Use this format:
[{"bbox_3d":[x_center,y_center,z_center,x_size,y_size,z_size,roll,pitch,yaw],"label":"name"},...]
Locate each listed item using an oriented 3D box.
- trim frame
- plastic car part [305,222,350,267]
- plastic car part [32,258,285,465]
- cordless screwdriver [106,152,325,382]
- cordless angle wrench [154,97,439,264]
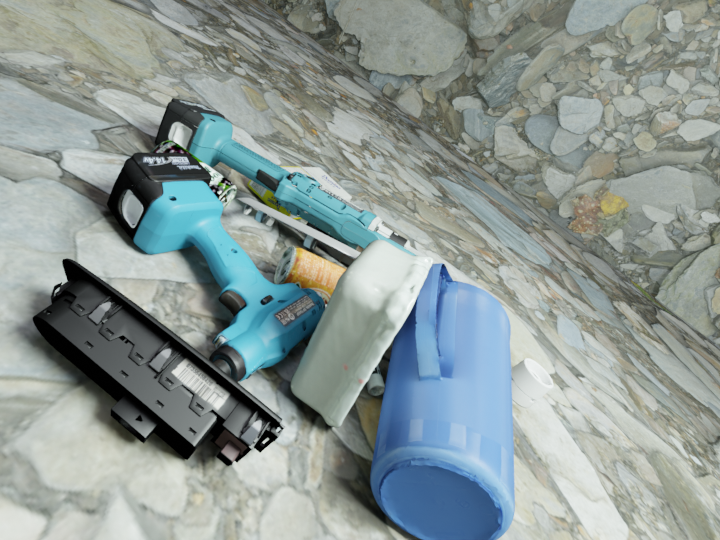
[{"bbox_3d":[-0.051,-0.034,0.525,0.261,0.027,0.175,25,1,28],"label":"trim frame"},{"bbox_3d":[-0.024,-0.053,0.657,0.117,0.066,0.071,33,12,1],"label":"plastic car part"},{"bbox_3d":[-0.156,0.075,0.306,0.206,0.066,0.066,40,53,6],"label":"plastic car part"},{"bbox_3d":[-0.157,-0.009,0.418,0.254,0.075,0.155,45,28,9],"label":"cordless screwdriver"},{"bbox_3d":[-0.081,-0.101,0.568,0.432,0.074,0.096,31,19,10],"label":"cordless angle wrench"}]
